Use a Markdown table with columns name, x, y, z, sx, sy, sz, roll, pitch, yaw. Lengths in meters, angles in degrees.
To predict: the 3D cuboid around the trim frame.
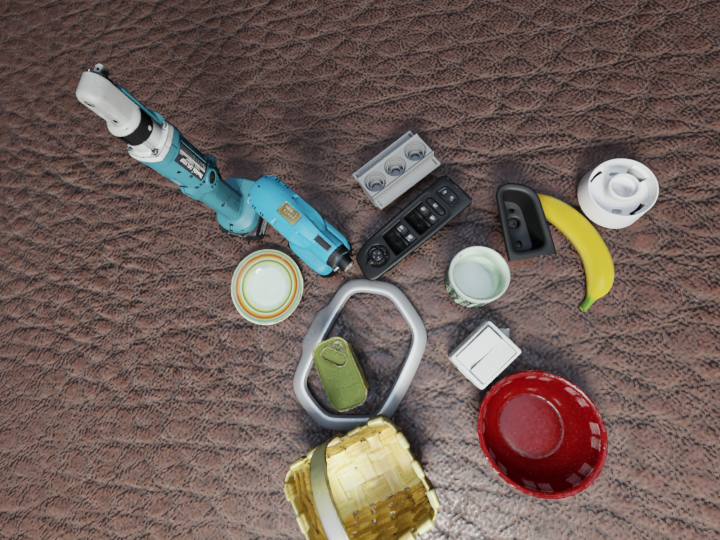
| name | x | y | z | sx | sy | sz | roll | pitch | yaw |
| --- | --- | --- | --- | --- | --- | --- | --- | --- | --- |
| trim frame | -0.005 | 0.133 | 0.678 | 0.190 | 0.027 | 0.249 | 25 | 84 | 16 |

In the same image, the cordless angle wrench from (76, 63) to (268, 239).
| name | x | y | z | sx | sy | sz | roll | pitch | yaw |
| --- | --- | --- | --- | --- | --- | --- | --- | --- | --- |
| cordless angle wrench | -0.228 | -0.134 | 0.586 | 0.076 | 0.411 | 0.098 | 12 | 82 | 9 |

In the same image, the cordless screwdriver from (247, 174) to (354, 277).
| name | x | y | z | sx | sy | sz | roll | pitch | yaw |
| --- | --- | --- | --- | --- | --- | --- | --- | --- | --- |
| cordless screwdriver | -0.060 | -0.039 | 0.616 | 0.164 | 0.242 | 0.074 | 41 | 87 | 13 |

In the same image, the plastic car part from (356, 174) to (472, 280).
| name | x | y | z | sx | sy | sz | roll | pitch | yaw |
| --- | --- | --- | --- | --- | --- | --- | --- | --- | --- |
| plastic car part | 0.079 | -0.062 | 0.684 | 0.203 | 0.065 | 0.068 | -39 | 75 | 1 |

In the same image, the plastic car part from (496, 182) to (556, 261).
| name | x | y | z | sx | sy | sz | roll | pitch | yaw |
| --- | --- | --- | --- | --- | --- | --- | --- | --- | --- |
| plastic car part | 0.242 | -0.071 | 0.649 | 0.067 | 0.069 | 0.119 | -11 | 76 | 7 |
